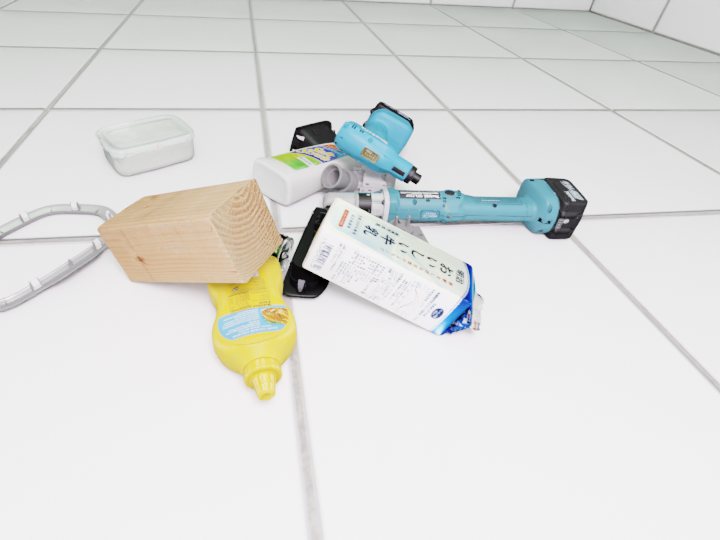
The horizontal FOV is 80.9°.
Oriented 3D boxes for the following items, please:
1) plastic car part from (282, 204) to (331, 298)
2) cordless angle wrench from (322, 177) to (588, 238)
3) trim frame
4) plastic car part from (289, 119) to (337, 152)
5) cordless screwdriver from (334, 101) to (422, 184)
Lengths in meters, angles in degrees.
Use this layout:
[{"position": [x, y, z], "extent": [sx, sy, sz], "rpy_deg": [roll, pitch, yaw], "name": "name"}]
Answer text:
[{"position": [-0.061, -0.040, 0.623], "extent": [0.066, 0.066, 0.206], "rpy_deg": [16, 44, -1], "name": "plastic car part"}, {"position": [0.147, -0.110, 0.716], "extent": [0.422, 0.072, 0.101], "rpy_deg": [1, 41, -1], "name": "cordless angle wrench"}, {"position": [-0.460, -0.032, 0.601], "extent": [0.190, 0.027, 0.247], "rpy_deg": [21, 42, 16], "name": "trim frame"}, {"position": [-0.081, -0.268, 0.887], "extent": [0.113, 0.065, 0.073], "rpy_deg": [-27, 66, -36], "name": "plastic car part"}, {"position": [0.055, -0.240, 0.800], "extent": [0.160, 0.074, 0.249], "rpy_deg": [31, 31, -1], "name": "cordless screwdriver"}]
